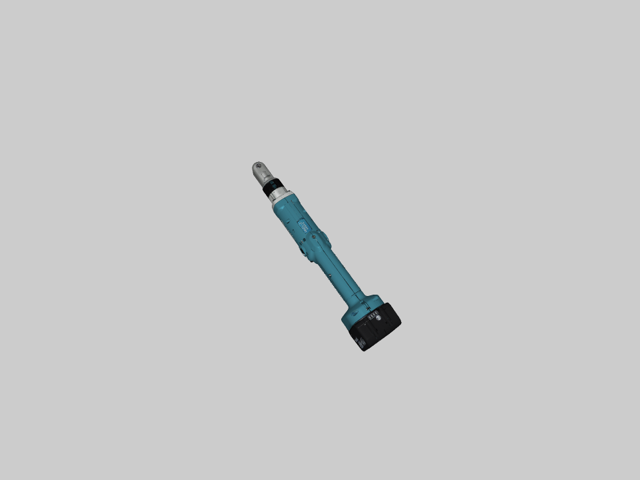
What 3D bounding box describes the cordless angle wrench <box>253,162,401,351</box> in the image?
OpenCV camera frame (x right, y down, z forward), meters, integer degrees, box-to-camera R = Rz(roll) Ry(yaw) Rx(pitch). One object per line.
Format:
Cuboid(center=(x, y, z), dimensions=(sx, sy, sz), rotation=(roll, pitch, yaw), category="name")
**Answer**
Cuboid(center=(-0.011, 0.010, 0.804), dimensions=(0.074, 0.422, 0.098), rotation=(-32, -16, -14), category="cordless angle wrench")
